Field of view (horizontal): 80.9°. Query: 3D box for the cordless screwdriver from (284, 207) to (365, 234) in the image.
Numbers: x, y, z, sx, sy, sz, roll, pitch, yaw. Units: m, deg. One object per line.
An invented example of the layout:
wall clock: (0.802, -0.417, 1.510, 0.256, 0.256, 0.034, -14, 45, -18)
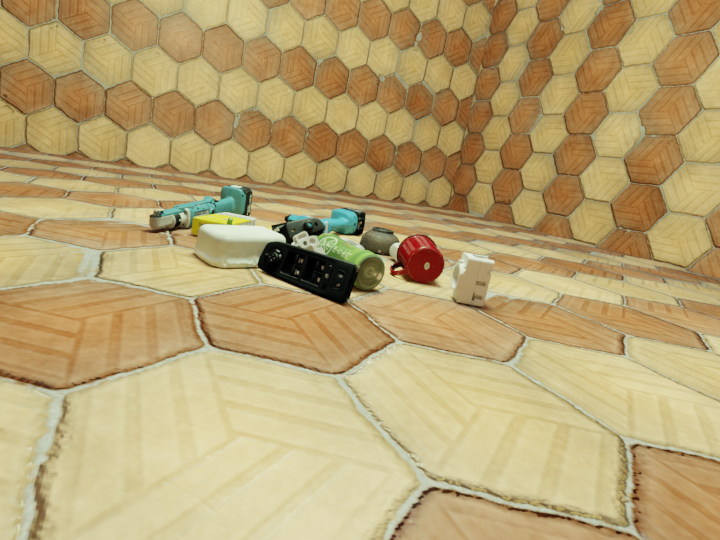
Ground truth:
cordless screwdriver: (-0.105, -0.151, 1.311, 0.168, 0.073, 0.239, 18, 20, 33)

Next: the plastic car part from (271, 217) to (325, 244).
plastic car part: (-0.129, -0.090, 0.938, 0.114, 0.067, 0.072, -17, -6, -21)

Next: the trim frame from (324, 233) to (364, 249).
trim frame: (-0.104, -0.068, 1.067, 0.236, 0.027, 0.195, -1, 16, -44)

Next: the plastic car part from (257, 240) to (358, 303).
plastic car part: (-0.090, -0.004, 0.738, 0.213, 0.066, 0.064, 17, 4, 29)

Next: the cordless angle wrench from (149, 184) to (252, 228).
cordless angle wrench: (-0.412, -0.159, 1.115, 0.076, 0.096, 0.419, 12, 18, 9)
